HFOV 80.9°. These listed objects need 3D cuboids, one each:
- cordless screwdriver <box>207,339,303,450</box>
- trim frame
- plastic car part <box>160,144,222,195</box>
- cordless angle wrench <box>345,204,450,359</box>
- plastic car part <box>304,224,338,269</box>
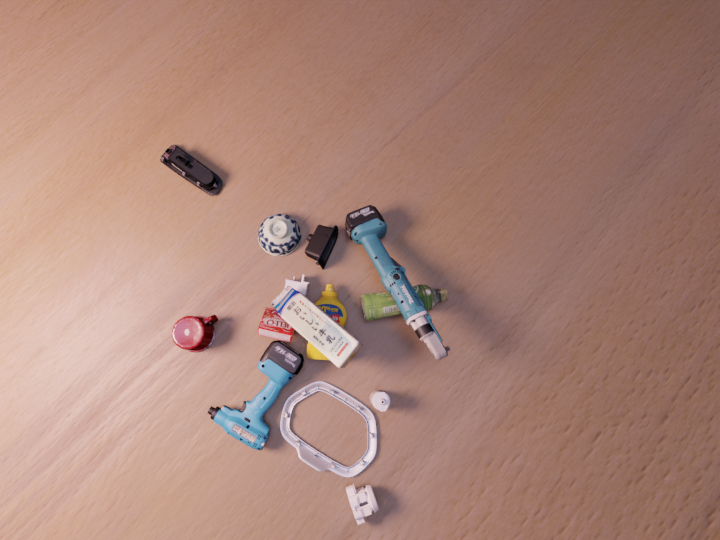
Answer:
[{"bbox_3d":[-0.252,0.287,1.033,0.161,0.073,0.249,27,81,6],"label":"cordless screwdriver"},{"bbox_3d":[-0.076,0.387,1.030,0.251,0.027,0.184,30,78,6],"label":"trim frame"},{"bbox_3d":[-0.476,-0.290,1.191,0.205,0.066,0.066,36,71,5],"label":"plastic car part"},{"bbox_3d":[0.088,0.025,1.045,0.097,0.072,0.441,-23,62,-11],"label":"cordless angle wrench"},{"bbox_3d":[-0.111,-0.073,1.138,0.073,0.063,0.117,16,73,16],"label":"plastic car part"}]
